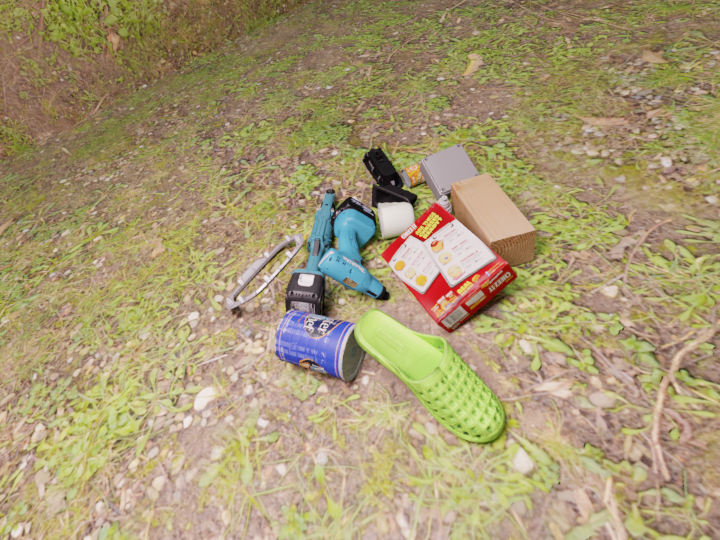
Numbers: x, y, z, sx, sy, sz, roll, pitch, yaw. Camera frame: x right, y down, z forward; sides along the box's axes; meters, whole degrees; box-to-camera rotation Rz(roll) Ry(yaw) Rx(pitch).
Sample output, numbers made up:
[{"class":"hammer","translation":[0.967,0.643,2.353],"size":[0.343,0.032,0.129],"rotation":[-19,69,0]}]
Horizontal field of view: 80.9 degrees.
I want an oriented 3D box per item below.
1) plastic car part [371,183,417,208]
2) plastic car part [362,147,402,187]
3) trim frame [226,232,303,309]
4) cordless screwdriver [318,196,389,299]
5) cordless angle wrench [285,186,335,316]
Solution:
[{"class":"plastic car part","translation":[0.093,-0.184,1.069],"size":[0.123,0.064,0.069],"rotation":[25,45,32]},{"class":"plastic car part","translation":[0.062,-0.292,1.179],"size":[0.066,0.064,0.212],"rotation":[-15,47,-7]},{"class":"trim frame","translation":[-0.222,-0.004,0.979],"size":[0.247,0.026,0.191],"rotation":[-53,24,-23]},{"class":"cordless screwdriver","translation":[-0.003,-0.049,0.938],"size":[0.075,0.154,0.254],"rotation":[-48,21,33]},{"class":"cordless angle wrench","translation":[-0.098,-0.064,1.002],"size":[0.075,0.095,0.432],"rotation":[5,43,2]}]
